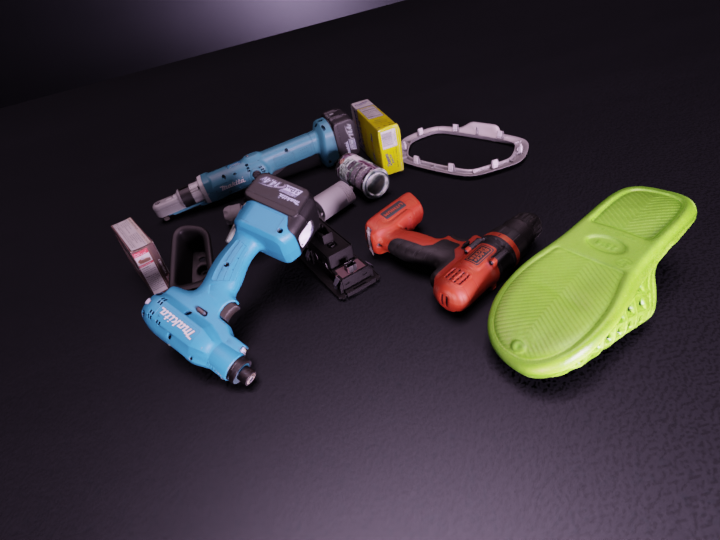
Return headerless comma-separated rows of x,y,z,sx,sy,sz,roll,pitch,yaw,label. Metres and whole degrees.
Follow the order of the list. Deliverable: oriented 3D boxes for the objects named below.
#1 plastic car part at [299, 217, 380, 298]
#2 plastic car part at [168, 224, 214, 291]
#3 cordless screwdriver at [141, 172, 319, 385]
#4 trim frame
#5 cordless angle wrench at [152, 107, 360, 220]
-0.060,-0.040,0.619,0.065,0.064,0.215,-34,40,-14,plastic car part
-0.239,-0.005,0.623,0.066,0.068,0.121,-14,53,-4,plastic car part
-0.135,0.005,0.528,0.165,0.072,0.248,29,70,19,cordless screwdriver
0.184,-0.235,0.799,0.181,0.026,0.263,-38,42,-27,trim frame
-0.210,-0.202,0.843,0.420,0.093,0.078,-24,42,-6,cordless angle wrench
